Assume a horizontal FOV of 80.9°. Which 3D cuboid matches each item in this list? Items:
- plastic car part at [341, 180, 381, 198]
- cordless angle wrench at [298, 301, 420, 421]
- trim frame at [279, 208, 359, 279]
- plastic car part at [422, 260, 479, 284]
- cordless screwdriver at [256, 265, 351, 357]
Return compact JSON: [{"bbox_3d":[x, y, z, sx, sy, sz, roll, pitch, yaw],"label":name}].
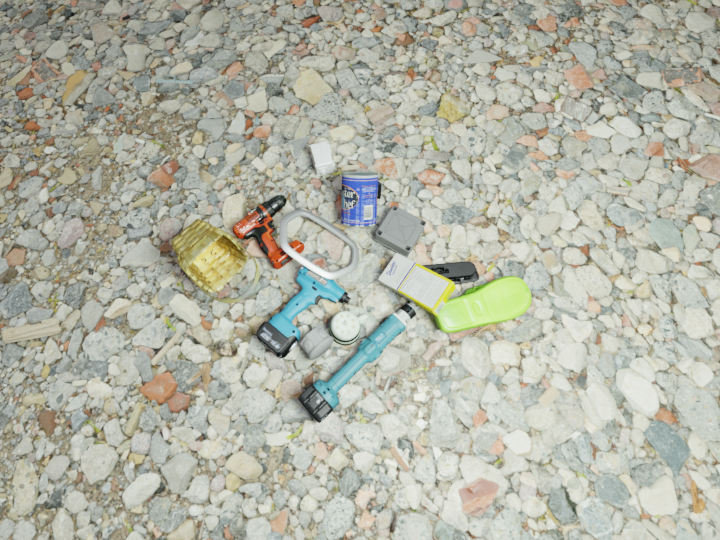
[{"bbox_3d":[0.005,-0.259,1.261,0.118,0.064,0.072,4,55,6],"label":"plastic car part"},{"bbox_3d":[0.024,0.201,1.068,0.419,0.095,0.077,-42,73,-16],"label":"cordless angle wrench"},{"bbox_3d":[-0.115,-0.075,1.174,0.249,0.027,0.184,31,53,0],"label":"trim frame"},{"bbox_3d":[0.224,0.005,1.149,0.202,0.065,0.068,-4,63,-3],"label":"plastic car part"},{"bbox_3d":[-0.149,0.117,1.115,0.163,0.073,0.248,31,70,12],"label":"cordless screwdriver"}]
